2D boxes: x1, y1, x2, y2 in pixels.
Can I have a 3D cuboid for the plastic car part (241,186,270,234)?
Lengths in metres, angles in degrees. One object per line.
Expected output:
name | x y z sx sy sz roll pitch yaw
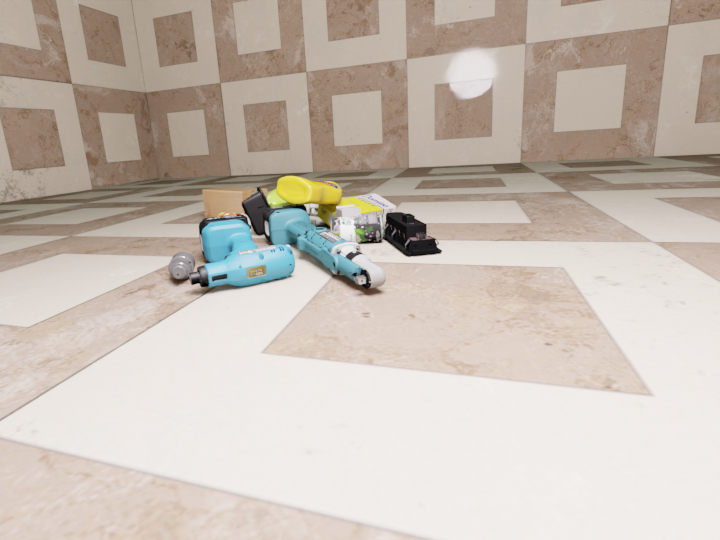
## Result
plastic car part | -0.244 -0.131 1.001 0.070 0.112 0.069 -33 24 -16

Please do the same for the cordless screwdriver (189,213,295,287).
cordless screwdriver | -0.231 -0.033 0.728 0.154 0.073 0.262 -13 23 -27

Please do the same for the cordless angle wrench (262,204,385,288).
cordless angle wrench | -0.073 -0.048 0.749 0.095 0.073 0.444 -10 20 -25

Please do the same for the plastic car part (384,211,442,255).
plastic car part | 0.086 -0.079 0.829 0.066 0.066 0.209 -13 16 -9

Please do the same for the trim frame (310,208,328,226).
trim frame | -0.151 -0.144 1.141 0.177 0.027 0.262 -16 19 -37
